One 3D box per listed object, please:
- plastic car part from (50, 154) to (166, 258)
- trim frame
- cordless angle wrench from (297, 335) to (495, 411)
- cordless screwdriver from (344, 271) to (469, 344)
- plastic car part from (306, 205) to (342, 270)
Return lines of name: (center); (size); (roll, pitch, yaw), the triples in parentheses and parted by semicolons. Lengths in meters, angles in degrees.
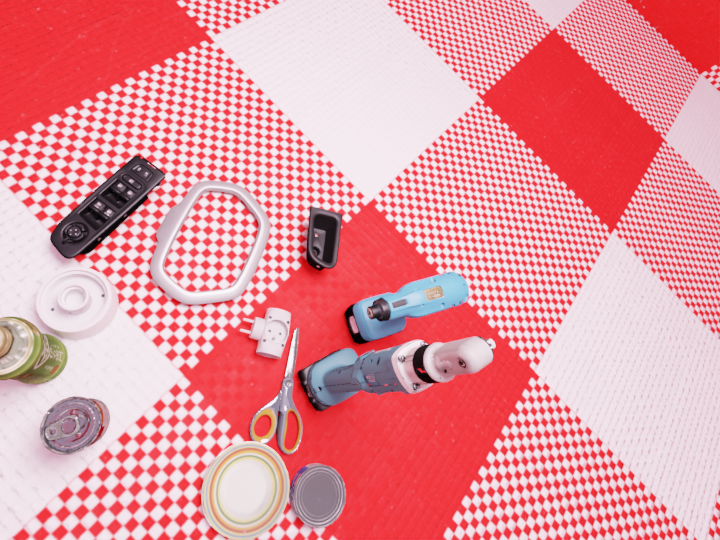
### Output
plastic car part: (-0.415, -0.100, 0.697); (0.066, 0.068, 0.202); (38, 62, -6)
trim frame: (-0.265, -0.055, 0.755); (0.180, 0.028, 0.251); (22, 64, -11)
cordless angle wrench: (0.021, 0.134, 0.559); (0.095, 0.428, 0.075); (-24, 85, -28)
cordless screwdriver: (0.041, 0.069, 0.691); (0.154, 0.252, 0.076); (-13, 79, -26)
plastic car part: (-0.078, -0.051, 0.796); (0.064, 0.072, 0.119); (12, 67, -18)
